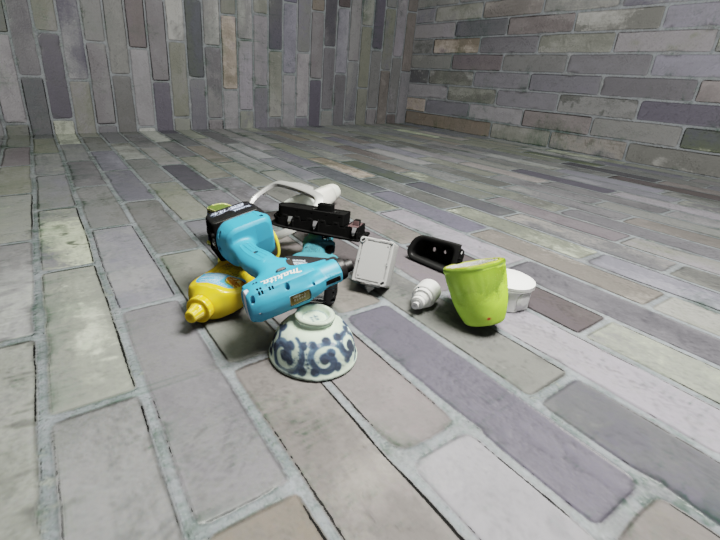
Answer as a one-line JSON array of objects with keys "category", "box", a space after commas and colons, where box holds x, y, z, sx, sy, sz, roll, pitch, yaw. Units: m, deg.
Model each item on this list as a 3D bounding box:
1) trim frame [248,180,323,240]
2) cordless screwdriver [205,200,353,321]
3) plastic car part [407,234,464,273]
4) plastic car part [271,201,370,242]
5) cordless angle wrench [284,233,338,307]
[{"category": "trim frame", "box": [-0.191, -0.148, 1.003, 0.263, 0.026, 0.183, 24, 67, 44]}, {"category": "cordless screwdriver", "box": [-0.135, -0.029, 0.646, 0.155, 0.072, 0.263, -22, 38, -23]}, {"category": "plastic car part", "box": [0.165, -0.036, 0.874, 0.067, 0.065, 0.123, 2, 16, -44]}, {"category": "plastic car part", "box": [-0.086, -0.100, 0.829, 0.210, 0.065, 0.066, 8, 27, 21]}, {"category": "cordless angle wrench", "box": [-0.085, -0.056, 0.873, 0.098, 0.073, 0.430, 3, 23, -1]}]
